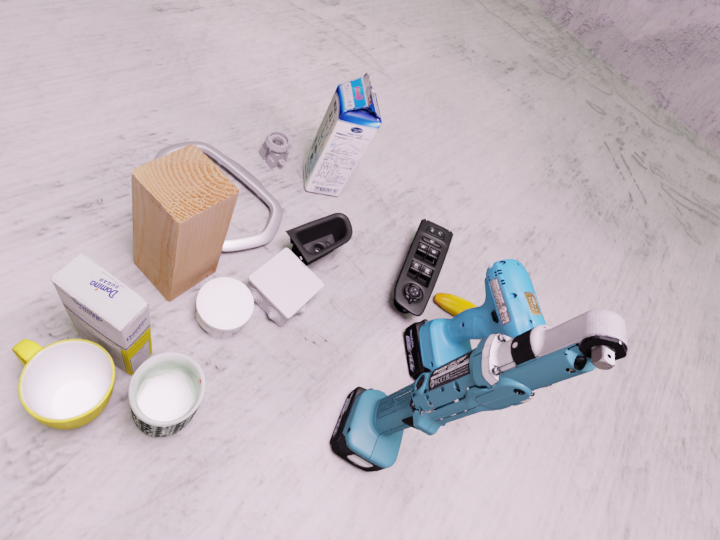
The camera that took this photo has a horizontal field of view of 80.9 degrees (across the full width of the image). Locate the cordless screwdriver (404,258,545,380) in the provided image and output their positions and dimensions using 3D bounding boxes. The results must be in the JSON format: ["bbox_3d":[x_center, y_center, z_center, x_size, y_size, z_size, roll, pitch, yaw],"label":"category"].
[{"bbox_3d":[0.160,0.109,0.602,0.072,0.249,0.164,8,58,-23],"label":"cordless screwdriver"}]

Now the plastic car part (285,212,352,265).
[{"bbox_3d":[-0.070,-0.046,0.720,0.113,0.071,0.068,-26,74,-34],"label":"plastic car part"}]

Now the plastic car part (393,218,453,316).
[{"bbox_3d":[0.104,-0.001,0.766,0.066,0.067,0.204,30,52,-6],"label":"plastic car part"}]

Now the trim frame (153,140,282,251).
[{"bbox_3d":[-0.248,-0.131,0.728,0.250,0.027,0.183,37,52,4],"label":"trim frame"}]

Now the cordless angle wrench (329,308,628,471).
[{"bbox_3d":[0.084,0.133,0.444,0.074,0.424,0.098,32,52,-7],"label":"cordless angle wrench"}]
